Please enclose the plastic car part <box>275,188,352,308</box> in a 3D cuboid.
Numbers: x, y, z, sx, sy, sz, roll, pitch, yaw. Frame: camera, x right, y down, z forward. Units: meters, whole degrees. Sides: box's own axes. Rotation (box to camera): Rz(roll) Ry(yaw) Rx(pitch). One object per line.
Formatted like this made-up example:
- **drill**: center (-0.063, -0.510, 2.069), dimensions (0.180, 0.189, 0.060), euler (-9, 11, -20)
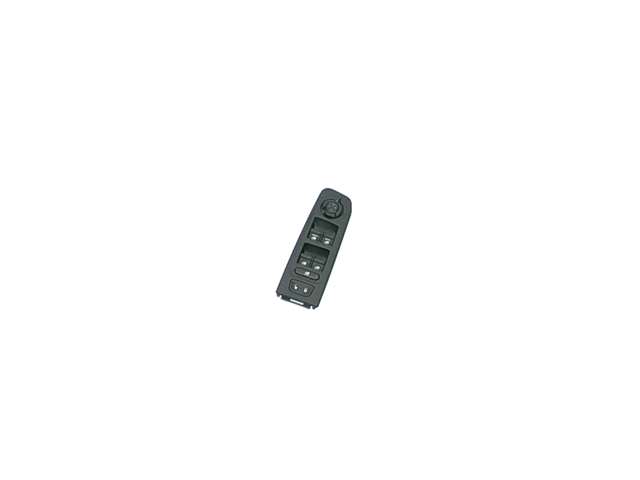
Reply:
- **plastic car part**: center (0.000, 0.014, 0.664), dimensions (0.066, 0.202, 0.067), euler (15, -22, 13)
